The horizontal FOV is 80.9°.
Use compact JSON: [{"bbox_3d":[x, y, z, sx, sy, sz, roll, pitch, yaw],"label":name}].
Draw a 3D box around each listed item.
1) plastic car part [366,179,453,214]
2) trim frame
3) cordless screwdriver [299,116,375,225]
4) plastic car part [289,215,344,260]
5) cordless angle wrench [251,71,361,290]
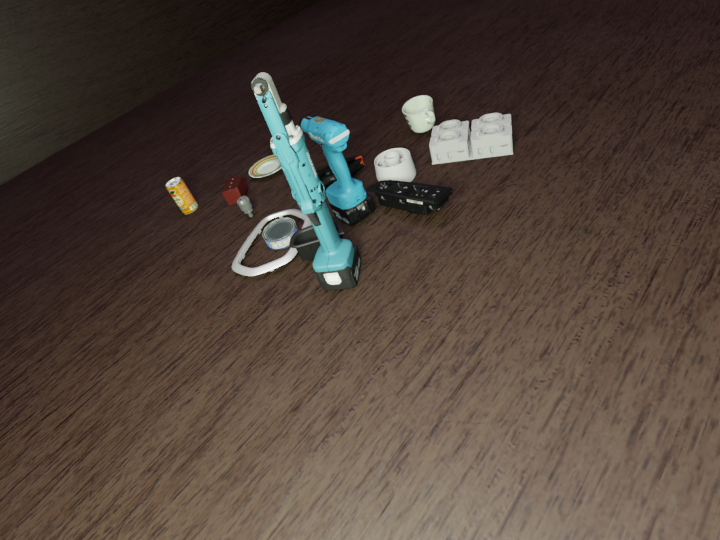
[{"bbox_3d":[0.105,-0.163,0.938,0.215,0.064,0.065,24,57,41],"label":"plastic car part"},{"bbox_3d":[-0.211,-0.072,1.018,0.191,0.026,0.251,-3,44,23],"label":"trim frame"},{"bbox_3d":[-0.060,-0.230,0.955,0.073,0.237,0.168,-34,41,-16],"label":"cordless screwdriver"},{"bbox_3d":[-0.089,-0.058,0.913,0.117,0.068,0.069,-21,39,2],"label":"plastic car part"},{"bbox_3d":[-0.091,-0.137,0.738,0.076,0.404,0.100,-6,41,17],"label":"cordless angle wrench"}]
